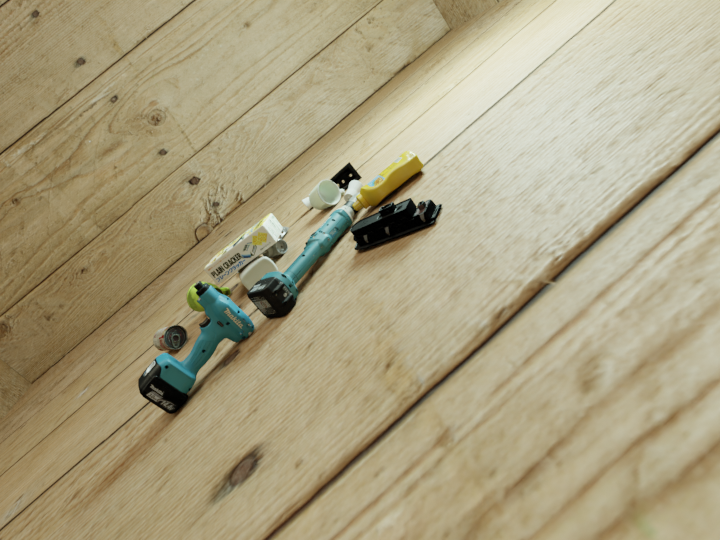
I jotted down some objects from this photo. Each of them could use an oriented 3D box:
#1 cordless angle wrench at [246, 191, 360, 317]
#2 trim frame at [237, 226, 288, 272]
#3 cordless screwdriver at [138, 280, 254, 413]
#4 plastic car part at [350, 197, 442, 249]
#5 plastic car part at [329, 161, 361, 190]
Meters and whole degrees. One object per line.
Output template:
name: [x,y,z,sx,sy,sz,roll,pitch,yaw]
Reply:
cordless angle wrench: [-0.098,-0.064,1.003,0.102,0.072,0.420,-15,30,48]
trim frame: [-0.339,-0.077,1.467,0.190,0.026,0.249,-19,31,44]
cordless screwdriver: [-0.356,0.153,0.878,0.247,0.154,0.077,-49,20,-19]
plastic car part: [0.053,-0.092,0.825,0.209,0.064,0.067,-23,32,42]
plastic car part: [-0.057,-0.300,1.412,0.118,0.066,0.070,-36,4,18]
